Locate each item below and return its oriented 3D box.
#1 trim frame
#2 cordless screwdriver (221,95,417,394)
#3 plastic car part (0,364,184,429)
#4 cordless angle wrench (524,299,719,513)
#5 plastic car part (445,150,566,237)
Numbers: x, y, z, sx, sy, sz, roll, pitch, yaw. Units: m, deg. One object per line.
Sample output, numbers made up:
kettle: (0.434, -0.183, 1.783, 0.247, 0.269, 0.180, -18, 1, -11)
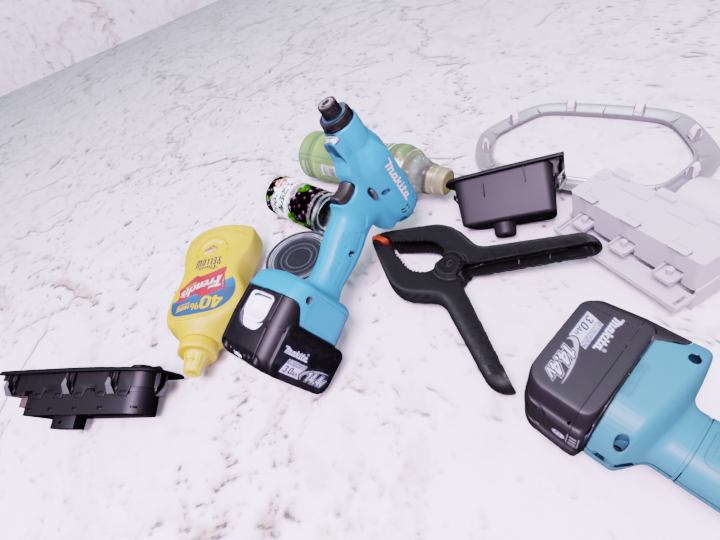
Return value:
trim frame: (0.263, -0.149, 0.499, 0.262, 0.026, 0.183, 22, 61, 35)
cordless screwdriver: (-0.039, -0.025, 0.395, 0.078, 0.150, 0.249, 13, 67, 41)
plastic car part: (-0.286, 0.130, 0.443, 0.207, 0.063, 0.069, -10, 55, 14)
cordless angle wrench: (0.287, 0.159, 0.173, 0.097, 0.071, 0.448, -42, 49, -18)
plastic car part: (0.157, -0.072, 0.447, 0.120, 0.063, 0.072, -12, 75, 27)
